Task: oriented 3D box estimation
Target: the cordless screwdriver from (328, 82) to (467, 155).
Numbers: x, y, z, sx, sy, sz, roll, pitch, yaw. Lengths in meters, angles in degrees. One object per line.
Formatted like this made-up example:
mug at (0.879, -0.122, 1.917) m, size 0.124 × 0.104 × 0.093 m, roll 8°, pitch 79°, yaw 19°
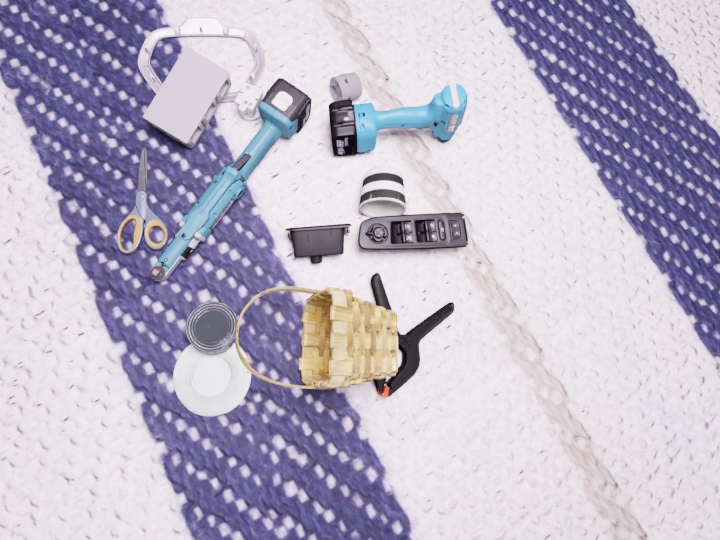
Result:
cordless screwdriver at (0.067, -0.274, 0.807) m, size 0.252 × 0.155 × 0.075 m, roll -7°, pitch 79°, yaw 7°

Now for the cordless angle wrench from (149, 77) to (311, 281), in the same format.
cordless angle wrench at (-0.238, -0.156, 0.765) m, size 0.074 × 0.098 × 0.422 m, roll 34°, pitch 81°, yaw -2°

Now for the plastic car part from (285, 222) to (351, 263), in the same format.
plastic car part at (-0.075, -0.049, 0.772) m, size 0.116 × 0.067 × 0.070 m, roll -8°, pitch 95°, yaw -6°

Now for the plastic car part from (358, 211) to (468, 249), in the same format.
plastic car part at (0.090, -0.069, 0.783) m, size 0.199 × 0.068 × 0.066 m, roll -3°, pitch 87°, yaw -11°

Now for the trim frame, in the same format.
trim frame at (-0.314, -0.418, 0.840) m, size 0.246 × 0.027 × 0.187 m, roll -4°, pitch 77°, yaw -5°
